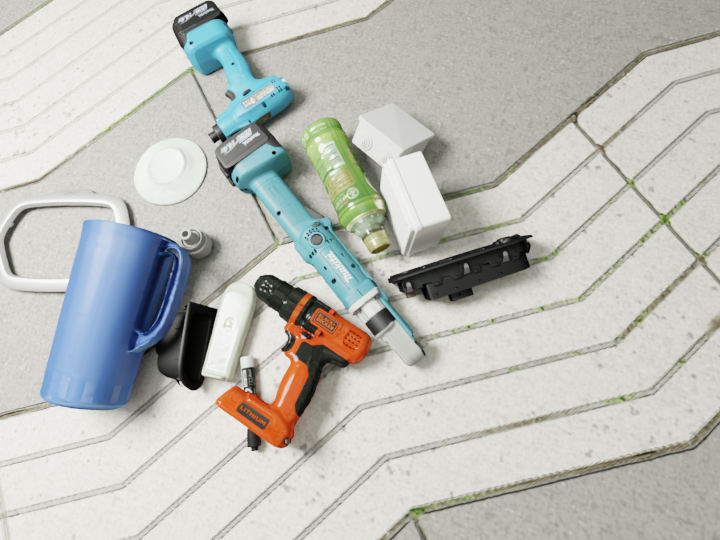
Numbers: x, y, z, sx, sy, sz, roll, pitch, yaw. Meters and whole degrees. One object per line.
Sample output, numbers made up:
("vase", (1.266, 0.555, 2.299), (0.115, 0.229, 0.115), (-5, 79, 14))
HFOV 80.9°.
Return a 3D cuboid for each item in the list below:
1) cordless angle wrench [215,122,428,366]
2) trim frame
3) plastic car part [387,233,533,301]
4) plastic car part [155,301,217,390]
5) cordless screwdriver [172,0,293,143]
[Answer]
("cordless angle wrench", (-0.060, -0.039, 0.615), (0.097, 0.072, 0.436), (-38, 73, -7))
("trim frame", (-0.496, -0.054, 0.698), (0.252, 0.027, 0.187), (-1, 72, 9))
("plastic car part", (0.145, 0.000, 0.577), (0.203, 0.065, 0.068), (-22, 82, -1))
("plastic car part", (-0.256, 0.105, 0.599), (0.073, 0.063, 0.118), (2, 75, 21))
("cordless screwdriver", (-0.247, -0.343, 0.741), (0.158, 0.072, 0.256), (-36, 75, -6))
